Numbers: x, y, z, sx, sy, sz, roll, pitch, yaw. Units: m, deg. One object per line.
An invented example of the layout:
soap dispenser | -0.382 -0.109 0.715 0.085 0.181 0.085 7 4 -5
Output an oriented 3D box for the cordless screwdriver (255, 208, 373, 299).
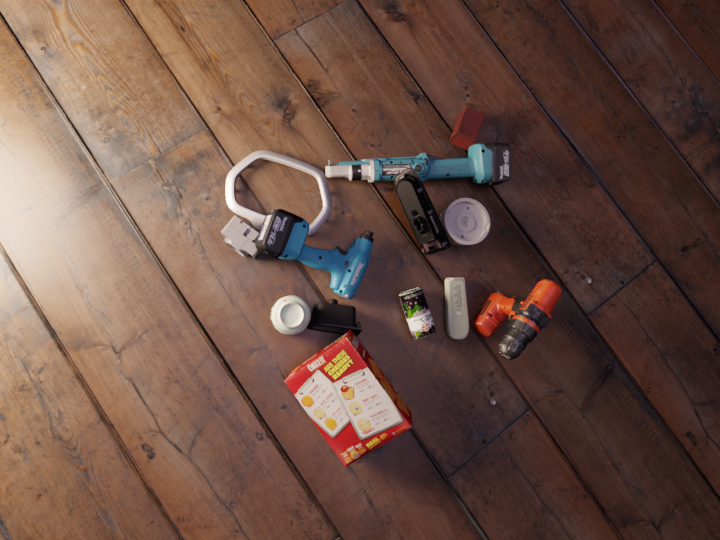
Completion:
cordless screwdriver | -0.089 -0.058 0.906 0.240 0.077 0.160 28 78 -20

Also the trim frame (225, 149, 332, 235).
trim frame | -0.183 -0.173 0.960 0.246 0.028 0.185 18 78 -6

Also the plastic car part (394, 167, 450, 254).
plastic car part | 0.126 -0.126 0.941 0.065 0.069 0.201 -31 100 -53

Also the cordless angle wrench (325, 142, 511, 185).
cordless angle wrench | 0.129 -0.238 0.983 0.420 0.075 0.097 -4 98 -4

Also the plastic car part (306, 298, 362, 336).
plastic car part | -0.056 0.098 0.918 0.116 0.065 0.072 11 66 -3
